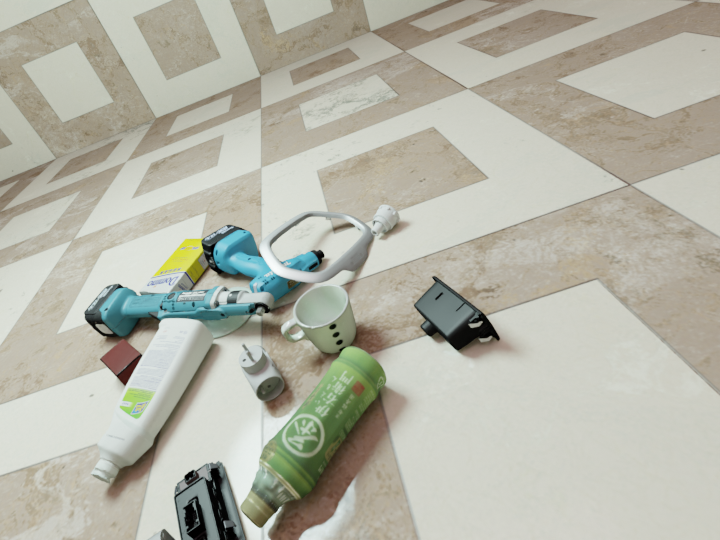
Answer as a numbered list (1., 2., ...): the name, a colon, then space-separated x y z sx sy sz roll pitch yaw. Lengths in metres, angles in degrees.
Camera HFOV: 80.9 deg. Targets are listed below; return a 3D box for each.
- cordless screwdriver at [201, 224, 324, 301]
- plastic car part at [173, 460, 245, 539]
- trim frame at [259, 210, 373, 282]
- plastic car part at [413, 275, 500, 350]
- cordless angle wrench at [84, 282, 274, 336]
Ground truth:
1. cordless screwdriver: -0.202 -0.027 0.853 0.156 0.071 0.263 -35 41 -31
2. plastic car part: -0.161 0.293 0.454 0.065 0.064 0.215 -26 39 -18
3. trim frame: -0.079 -0.051 0.804 0.192 0.027 0.245 21 39 22
4. plastic car part: 0.120 0.066 0.587 0.071 0.062 0.123 -43 36 -4
5. cordless angle wrench: -0.339 0.067 0.787 0.439 0.071 0.099 -5 42 26
